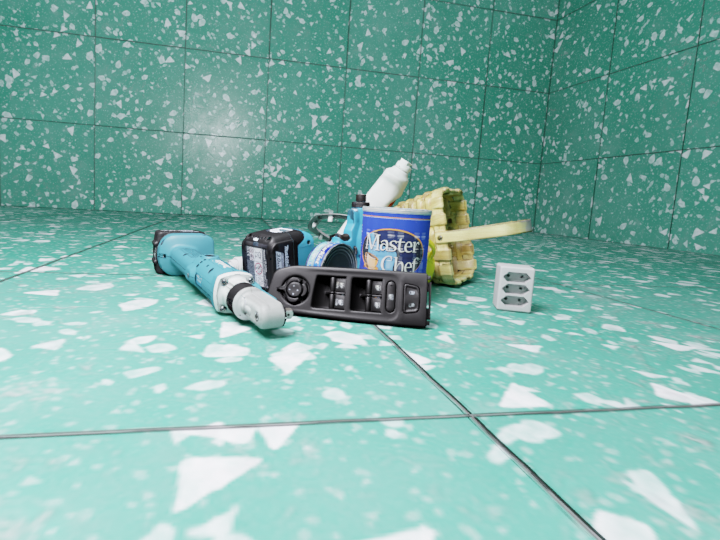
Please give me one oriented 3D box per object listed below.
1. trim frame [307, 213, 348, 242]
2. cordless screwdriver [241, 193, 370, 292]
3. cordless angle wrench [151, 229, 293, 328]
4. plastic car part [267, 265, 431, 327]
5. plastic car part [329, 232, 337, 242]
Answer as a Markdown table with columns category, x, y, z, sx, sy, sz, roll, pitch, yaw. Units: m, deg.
| category | x | y | z | sx | sy | sz | roll | pitch | yaw |
| --- | --- | --- | --- | --- | --- | --- | --- | --- | --- |
| trim frame | -0.019 | -0.080 | 1.033 | 0.192 | 0.028 | 0.235 | -7 | -29 | 43 |
| cordless screwdriver | -0.065 | -0.043 | 0.668 | 0.078 | 0.158 | 0.238 | 10 | 12 | 41 |
| cordless angle wrench | -0.215 | 0.005 | 0.607 | 0.094 | 0.074 | 0.446 | -2 | 13 | -35 |
| plastic car part | -0.018 | 0.029 | 0.541 | 0.204 | 0.066 | 0.066 | 4 | -2 | 3 |
| plastic car part | -0.013 | -0.059 | 0.978 | 0.067 | 0.067 | 0.121 | 8 | -15 | -40 |
